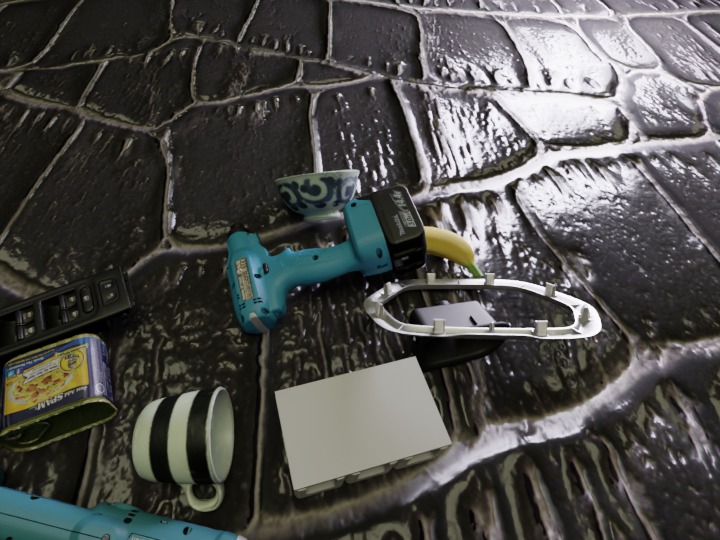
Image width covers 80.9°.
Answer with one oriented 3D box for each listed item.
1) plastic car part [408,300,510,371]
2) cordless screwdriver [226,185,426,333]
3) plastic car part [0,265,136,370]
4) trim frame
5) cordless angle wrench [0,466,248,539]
[{"bbox_3d":[0.105,0.068,0.503,0.114,0.064,0.074,-11,41,-15],"label":"plastic car part"},{"bbox_3d":[-0.053,-0.034,0.539,0.249,0.071,0.166,-22,56,1],"label":"cordless screwdriver"},{"bbox_3d":[-0.361,0.063,0.483,0.198,0.066,0.069,-21,65,-21],"label":"plastic car part"},{"bbox_3d":[0.128,0.037,0.477,0.251,0.027,0.185,1,19,6],"label":"trim frame"},{"bbox_3d":[-0.210,0.229,0.356,0.425,0.095,0.076,12,51,3],"label":"cordless angle wrench"}]
